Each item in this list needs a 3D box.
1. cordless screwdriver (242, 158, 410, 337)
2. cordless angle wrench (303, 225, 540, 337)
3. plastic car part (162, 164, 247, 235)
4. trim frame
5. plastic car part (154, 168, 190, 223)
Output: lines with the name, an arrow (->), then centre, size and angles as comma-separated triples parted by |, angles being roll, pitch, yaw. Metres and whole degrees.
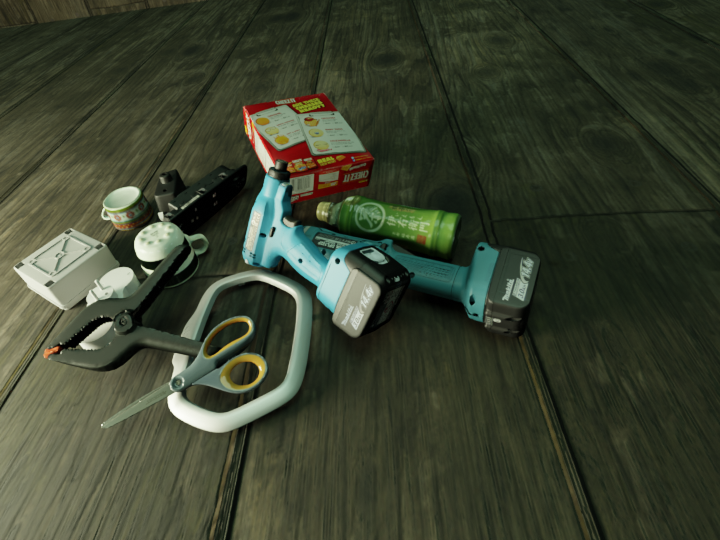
cordless screwdriver -> -0.055, -0.036, 0.558 | 0.262, 0.157, 0.071 | 32, 25, 30
cordless angle wrench -> 0.014, -0.017, 0.603 | 0.442, 0.071, 0.098 | 14, 59, 27
plastic car part -> -0.285, -0.132, 0.772 | 0.070, 0.064, 0.201 | 27, 53, 21
trim frame -> -0.156, 0.090, 0.557 | 0.186, 0.026, 0.256 | -4, 46, 5
plastic car part -> -0.363, -0.150, 0.807 | 0.065, 0.068, 0.122 | -12, 47, -6
